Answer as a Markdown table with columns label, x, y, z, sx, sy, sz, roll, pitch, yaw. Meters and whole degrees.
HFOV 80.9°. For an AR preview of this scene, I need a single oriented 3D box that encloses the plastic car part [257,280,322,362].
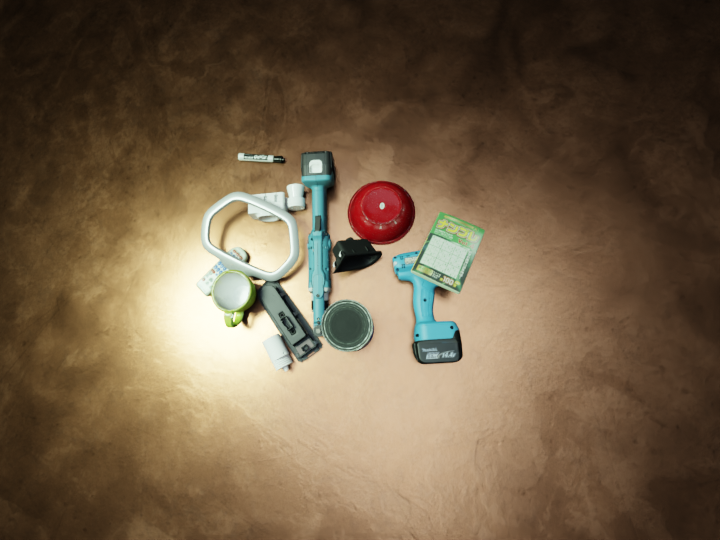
| label | x | y | z | sx | sy | sz | roll | pitch | yaw |
| --- | --- | --- | --- | --- | --- | --- | --- | --- | --- |
| plastic car part | -0.173 | 0.108 | 0.958 | 0.066 | 0.065 | 0.209 | -38 | 72 | 4 |

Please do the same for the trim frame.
| label | x | y | z | sx | sy | sz | roll | pitch | yaw |
| --- | --- | --- | --- | --- | --- | --- | --- | --- | --- |
| trim frame | -0.257 | -0.078 | 0.988 | 0.251 | 0.027 | 0.184 | 24 | 90 | 6 |

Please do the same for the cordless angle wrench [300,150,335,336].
| label | x | y | z | sx | sy | sz | roll | pitch | yaw |
| --- | --- | --- | --- | --- | --- | --- | --- | --- | --- |
| cordless angle wrench | -0.096 | -0.063 | 0.978 | 0.075 | 0.096 | 0.427 | -2 | 81 | 4 |

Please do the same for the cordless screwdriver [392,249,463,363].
| label | x | y | z | sx | sy | sz | roll | pitch | yaw |
| --- | --- | --- | --- | --- | --- | --- | --- | --- | --- |
| cordless screwdriver | 0.169 | 0.072 | 0.913 | 0.160 | 0.072 | 0.254 | -11 | 72 | 4 |

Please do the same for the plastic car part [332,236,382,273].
| label | x | y | z | sx | sy | sz | roll | pitch | yaw |
| --- | --- | --- | --- | --- | --- | --- | --- | --- | --- |
| plastic car part | -0.017 | -0.044 | 0.962 | 0.112 | 0.066 | 0.074 | -11 | 57 | -36 |
